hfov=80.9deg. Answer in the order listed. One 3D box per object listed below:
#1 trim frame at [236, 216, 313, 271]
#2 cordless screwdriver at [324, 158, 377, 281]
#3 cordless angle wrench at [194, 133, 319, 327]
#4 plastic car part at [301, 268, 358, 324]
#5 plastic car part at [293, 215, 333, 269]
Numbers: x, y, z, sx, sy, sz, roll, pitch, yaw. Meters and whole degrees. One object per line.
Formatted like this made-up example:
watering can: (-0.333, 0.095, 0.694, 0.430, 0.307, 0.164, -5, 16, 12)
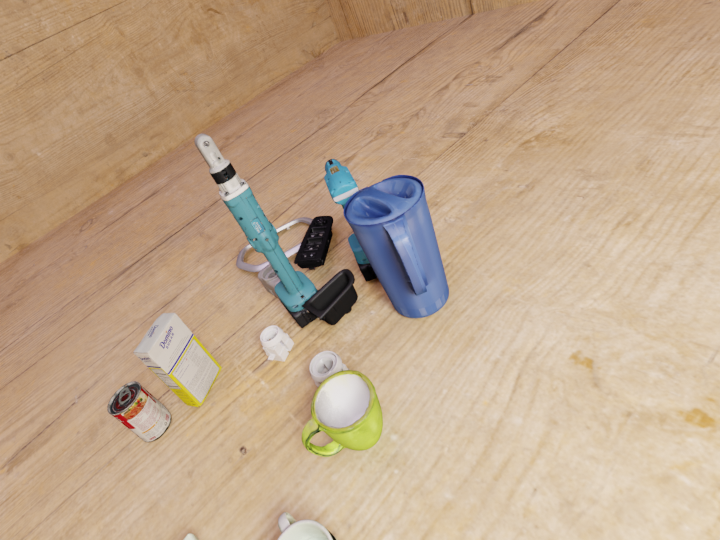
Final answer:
trim frame: (-0.225, -0.072, 1.145, 0.247, 0.026, 0.194, -31, 36, -4)
cordless screwdriver: (-0.009, -0.109, 0.871, 0.075, 0.237, 0.166, -24, 35, 3)
cordless angle wrench: (-0.184, -0.065, 0.789, 0.074, 0.404, 0.103, -35, 35, -14)
plastic car part: (-0.045, 0.061, 0.832, 0.115, 0.068, 0.070, -42, 38, -19)
plastic car part: (-0.100, -0.066, 1.025, 0.068, 0.064, 0.207, -13, 38, 19)
